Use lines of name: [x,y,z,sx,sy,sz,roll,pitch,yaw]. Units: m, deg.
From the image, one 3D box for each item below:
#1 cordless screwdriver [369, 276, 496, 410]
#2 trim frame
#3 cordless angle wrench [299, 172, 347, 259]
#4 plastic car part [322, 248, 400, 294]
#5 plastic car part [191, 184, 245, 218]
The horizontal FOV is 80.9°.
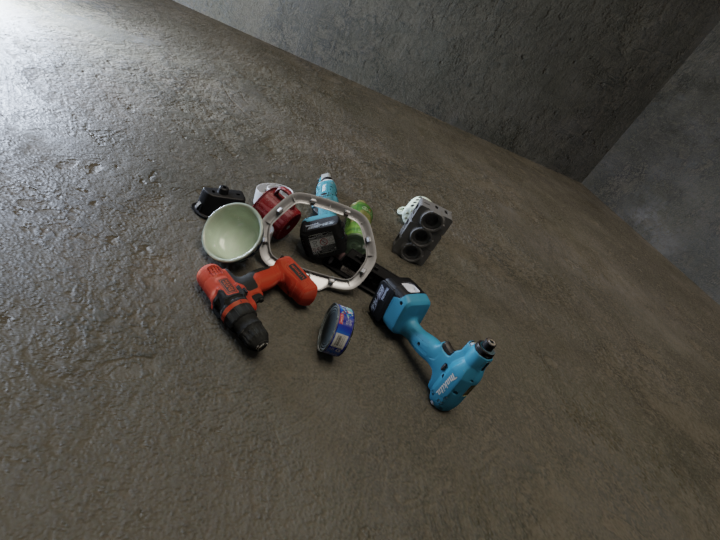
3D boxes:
cordless screwdriver: [0.126,0.106,0.770,0.071,0.158,0.262,2,38,-37]
trim frame: [-0.084,-0.055,0.856,0.244,0.184,0.028,18,-3,-10]
cordless angle wrench: [-0.089,-0.170,1.079,0.099,0.071,0.435,-14,31,5]
plastic car part: [0.020,0.006,0.930,0.206,0.067,0.065,35,25,7]
plastic car part: [-0.295,-0.149,0.910,0.111,0.071,0.069,5,38,-37]
